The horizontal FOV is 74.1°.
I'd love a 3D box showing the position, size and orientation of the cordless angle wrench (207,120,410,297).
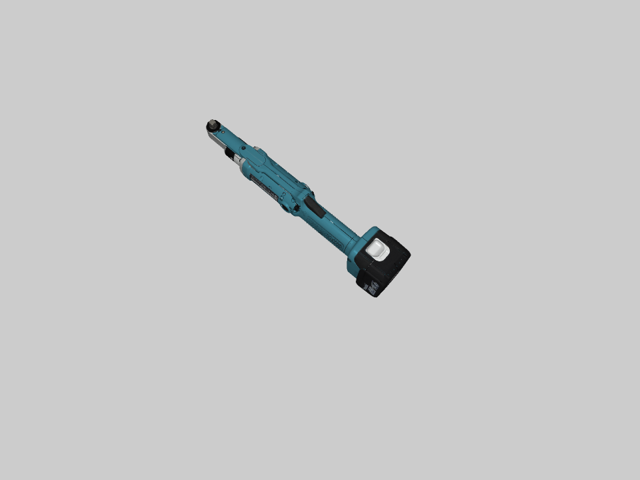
[{"bbox_3d":[-0.041,-0.072,0.722,0.423,0.074,0.098,40,-18,12],"label":"cordless angle wrench"}]
